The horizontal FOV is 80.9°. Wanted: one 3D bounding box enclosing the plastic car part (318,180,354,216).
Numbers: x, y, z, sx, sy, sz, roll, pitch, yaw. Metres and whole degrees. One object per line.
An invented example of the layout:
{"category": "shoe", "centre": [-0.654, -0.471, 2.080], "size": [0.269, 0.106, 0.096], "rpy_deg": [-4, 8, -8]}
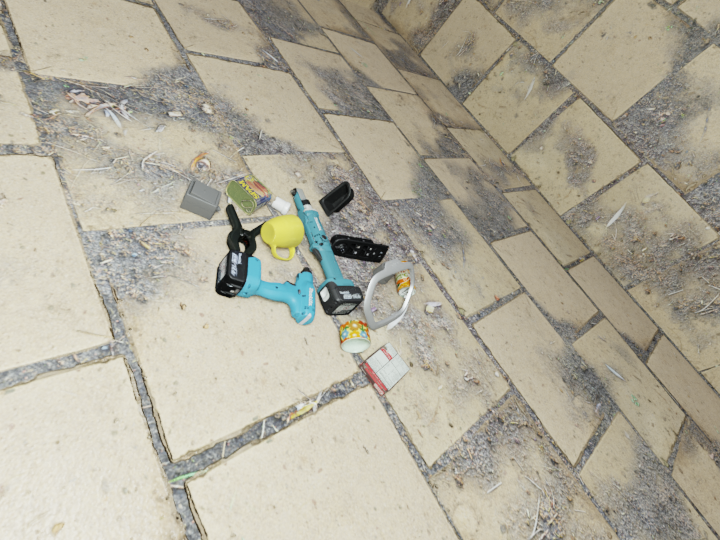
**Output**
{"category": "plastic car part", "centre": [-0.062, -0.225, 1.342], "size": [0.068, 0.118, 0.068], "rpy_deg": [61, 19, 19]}

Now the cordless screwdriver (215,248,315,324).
{"category": "cordless screwdriver", "centre": [-0.215, 0.022, 1.012], "size": [0.238, 0.075, 0.164], "rpy_deg": [24, 42, -26]}

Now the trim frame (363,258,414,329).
{"category": "trim frame", "centre": [0.082, 0.061, 1.154], "size": [0.029, 0.181, 0.239], "rpy_deg": [18, 23, 37]}

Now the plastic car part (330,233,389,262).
{"category": "plastic car part", "centre": [-0.012, -0.074, 1.270], "size": [0.193, 0.066, 0.070], "rpy_deg": [4, 43, -37]}

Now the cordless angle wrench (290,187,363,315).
{"category": "cordless angle wrench", "centre": [-0.116, -0.076, 1.186], "size": [0.093, 0.075, 0.441], "rpy_deg": [4, 49, -38]}
